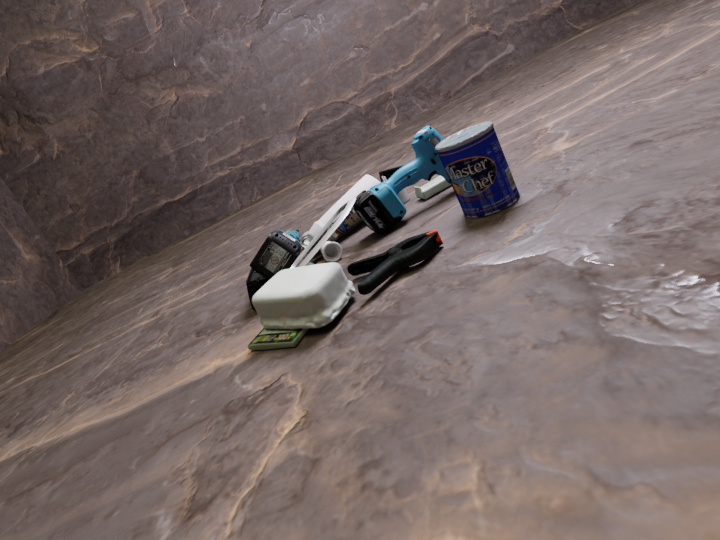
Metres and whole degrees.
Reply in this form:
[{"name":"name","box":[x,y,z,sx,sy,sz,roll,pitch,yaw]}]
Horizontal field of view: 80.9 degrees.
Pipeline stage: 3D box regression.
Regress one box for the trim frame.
[{"name":"trim frame","box":[-0.088,-0.058,0.904,0.248,0.027,0.188,-52,13,2]}]

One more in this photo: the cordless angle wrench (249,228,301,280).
[{"name":"cordless angle wrench","box":[-0.186,-0.061,1.052,0.098,0.073,0.427,-56,9,7]}]

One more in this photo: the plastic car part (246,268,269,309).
[{"name":"plastic car part","box":[-0.222,0.016,0.968,0.067,0.065,0.209,-19,19,-5]}]

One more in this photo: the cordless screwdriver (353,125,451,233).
[{"name":"cordless screwdriver","box":[0.113,-0.179,0.934,0.249,0.155,0.076,-44,14,0]}]

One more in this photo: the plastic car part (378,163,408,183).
[{"name":"plastic car part","box":[0.124,-0.275,1.233,0.121,0.065,0.069,-10,11,36]}]
